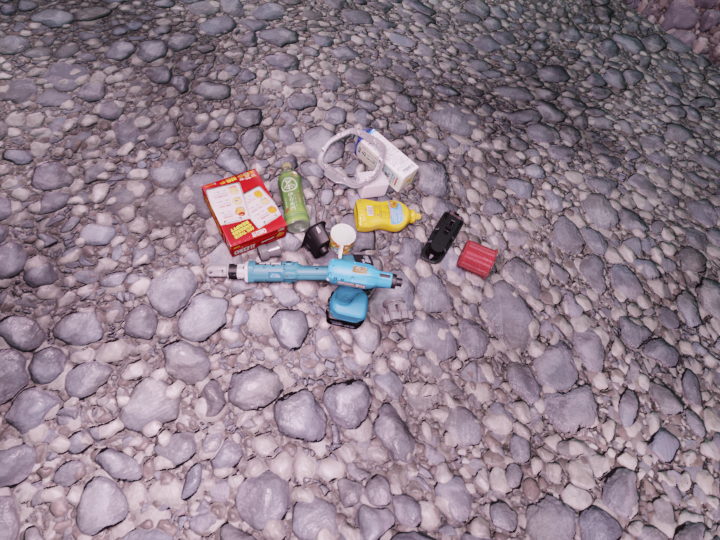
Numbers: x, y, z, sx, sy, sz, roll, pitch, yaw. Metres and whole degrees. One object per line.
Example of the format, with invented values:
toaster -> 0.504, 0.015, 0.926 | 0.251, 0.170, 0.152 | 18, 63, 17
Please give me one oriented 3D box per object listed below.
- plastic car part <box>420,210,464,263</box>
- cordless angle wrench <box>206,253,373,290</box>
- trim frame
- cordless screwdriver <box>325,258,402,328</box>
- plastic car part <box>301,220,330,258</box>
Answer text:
plastic car part -> 0.243, -0.102, 1.216 | 0.067, 0.067, 0.202 | 35, 64, 1
cordless angle wrench -> -0.182, 0.003, 1.084 | 0.422, 0.073, 0.100 | 0, 18, -2
trim frame -> -0.030, -0.343, 1.276 | 0.184, 0.026, 0.262 | -49, 56, 1
cordless screwdriver -> -0.002, 0.059, 0.979 | 0.160, 0.243, 0.076 | 11, 60, 0
plastic car part -> -0.109, -0.072, 1.119 | 0.064, 0.116, 0.073 | -24, 75, -22
